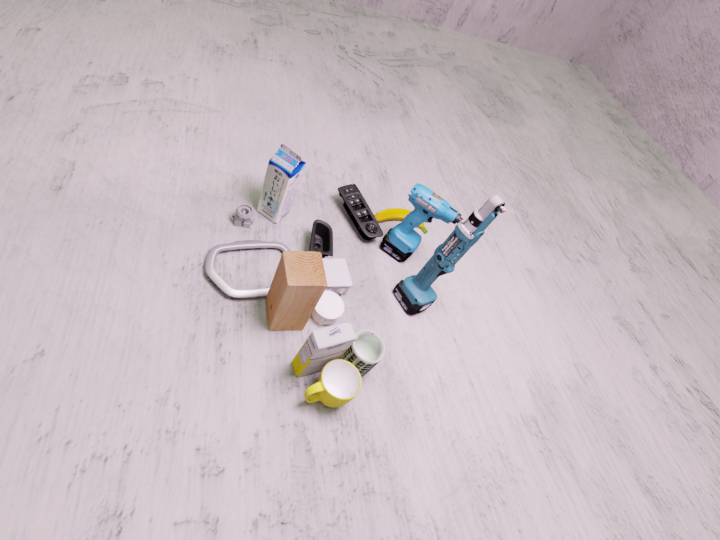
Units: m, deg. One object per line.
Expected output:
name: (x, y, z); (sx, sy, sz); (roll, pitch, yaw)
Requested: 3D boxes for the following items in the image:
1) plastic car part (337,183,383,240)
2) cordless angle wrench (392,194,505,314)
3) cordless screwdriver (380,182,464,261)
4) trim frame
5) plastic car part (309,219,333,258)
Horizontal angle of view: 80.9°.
plastic car part: (-0.006, -0.170, 1.293); (0.064, 0.066, 0.211); (-15, 60, -31)
cordless angle wrench: (0.210, -0.034, 1.031); (0.072, 0.421, 0.102); (-14, 63, -33)
cordless screwdriver: (0.168, -0.117, 1.197); (0.162, 0.247, 0.073); (38, 49, 6)
trim frame: (-0.275, -0.011, 1.093); (0.240, 0.027, 0.192); (-7, 56, -25)
plastic car part: (-0.115, -0.075, 1.175); (0.064, 0.070, 0.120); (11, 51, -15)
